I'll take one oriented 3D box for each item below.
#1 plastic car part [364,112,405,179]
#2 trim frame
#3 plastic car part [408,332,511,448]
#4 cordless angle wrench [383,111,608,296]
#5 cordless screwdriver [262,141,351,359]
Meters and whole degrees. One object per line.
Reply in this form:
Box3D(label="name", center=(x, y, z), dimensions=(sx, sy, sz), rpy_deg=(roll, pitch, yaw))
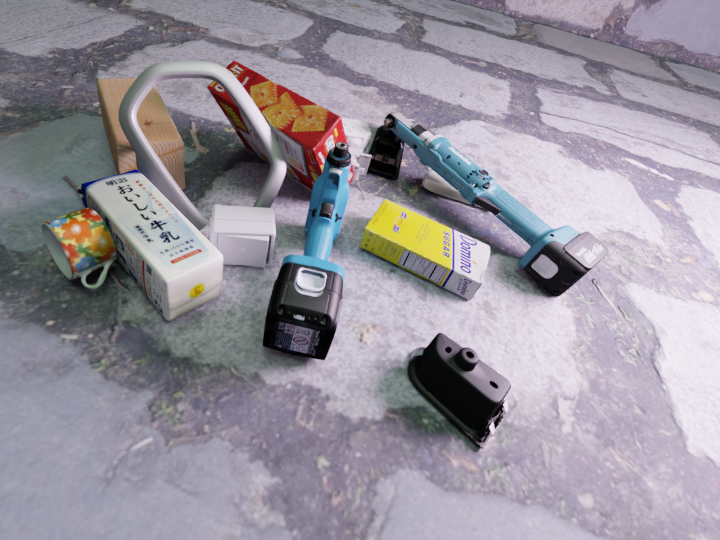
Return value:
Box3D(label="plastic car part", center=(0.057, -0.260, 0.843), dimensions=(0.067, 0.065, 0.206), rpy_deg=(11, 40, 4))
Box3D(label="trim frame", center=(-0.213, -0.165, 0.577), dimensions=(0.184, 0.242, 0.028), rpy_deg=(-34, 14, -3))
Box3D(label="plastic car part", center=(0.110, 0.116, 0.458), dimensions=(0.121, 0.070, 0.064), rpy_deg=(40, 46, 20))
Box3D(label="cordless angle wrench", center=(0.193, -0.142, 0.710), dimensions=(0.095, 0.073, 0.441), rpy_deg=(-25, 61, -34))
Box3D(label="cordless screwdriver", center=(-0.050, -0.033, 0.509), dimensions=(0.074, 0.156, 0.254), rpy_deg=(13, 45, -6))
